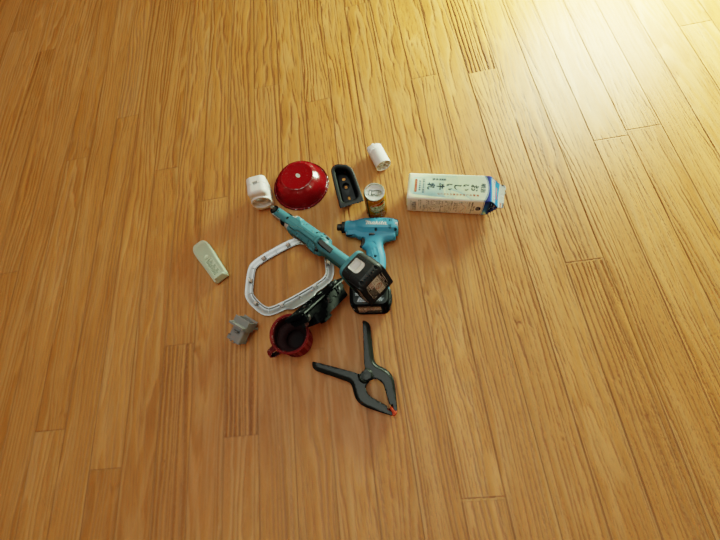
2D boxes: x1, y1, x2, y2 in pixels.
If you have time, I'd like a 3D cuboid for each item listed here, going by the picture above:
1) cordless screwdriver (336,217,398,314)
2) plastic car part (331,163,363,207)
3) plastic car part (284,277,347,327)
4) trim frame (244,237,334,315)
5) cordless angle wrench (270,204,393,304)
[{"bbox_3d":[0.008,-0.020,1.045,0.163,0.071,0.254,0,64,13],"label":"cordless screwdriver"},{"bbox_3d":[-0.039,-0.225,1.142,0.066,0.070,0.118,-17,81,1],"label":"plastic car part"},{"bbox_3d":[-0.086,0.077,0.982,0.067,0.067,0.200,49,39,-5],"label":"plastic car part"},{"bbox_3d":[-0.187,0.012,1.093,0.247,0.026,0.191,-28,65,-4],"label":"trim frame"},{"bbox_3d":[-0.102,-0.066,1.039,0.074,0.093,0.448,-47,49,-8],"label":"cordless angle wrench"}]
